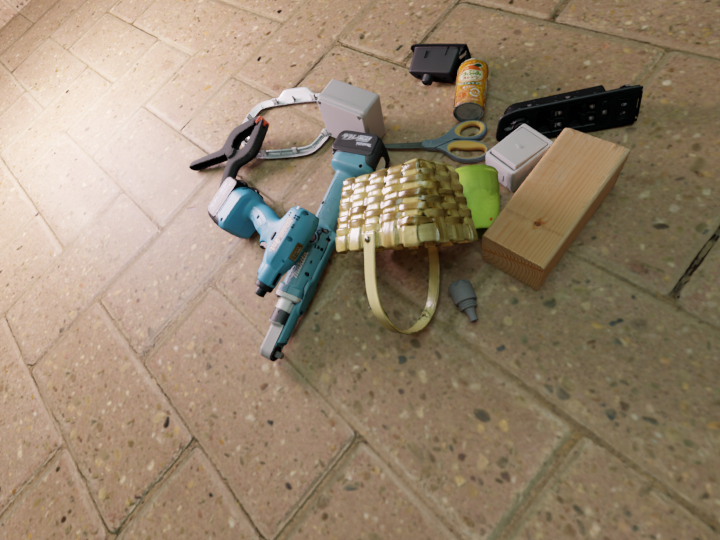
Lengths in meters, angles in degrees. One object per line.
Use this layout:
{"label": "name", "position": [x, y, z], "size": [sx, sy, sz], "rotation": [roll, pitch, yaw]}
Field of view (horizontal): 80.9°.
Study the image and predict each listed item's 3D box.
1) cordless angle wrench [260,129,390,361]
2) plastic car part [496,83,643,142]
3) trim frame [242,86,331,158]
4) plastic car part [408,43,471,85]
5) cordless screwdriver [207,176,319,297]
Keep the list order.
{"label": "cordless angle wrench", "position": [-0.072, -0.047, 0.736], "size": [0.102, 0.071, 0.424], "rotation": [17, 75, 26]}
{"label": "plastic car part", "position": [0.325, -0.259, 0.685], "size": [0.208, 0.063, 0.069], "rotation": [-8, 54, 17]}
{"label": "trim frame", "position": [-0.160, -0.323, 0.924], "size": [0.258, 0.026, 0.187], "rotation": [2, 66, 24]}
{"label": "plastic car part", "position": [0.147, -0.397, 0.826], "size": [0.122, 0.063, 0.071], "rotation": [16, 87, 29]}
{"label": "cordless screwdriver", "position": [-0.192, -0.068, 0.757], "size": [0.263, 0.070, 0.159], "rotation": [31, 90, 42]}
